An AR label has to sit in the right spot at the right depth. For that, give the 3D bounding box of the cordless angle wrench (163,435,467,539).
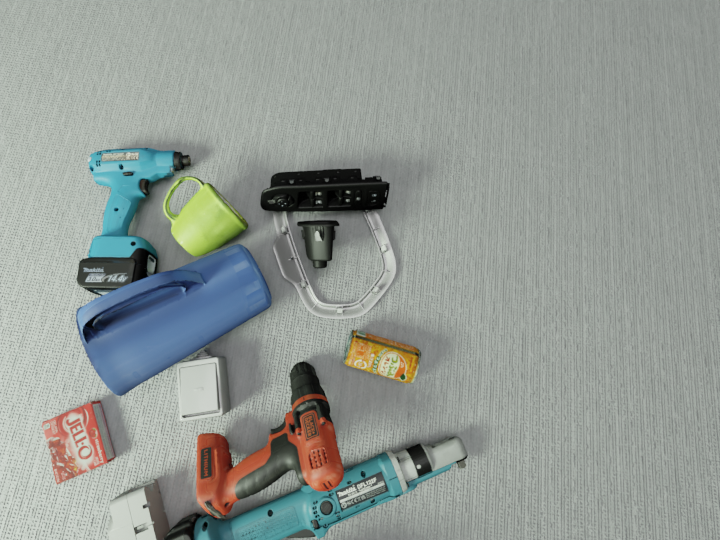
[{"bbox_3d":[-0.049,0.317,0.574,0.419,0.073,0.100,-20,78,-8],"label":"cordless angle wrench"}]

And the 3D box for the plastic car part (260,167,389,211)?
[{"bbox_3d":[-0.061,-0.132,0.673,0.202,0.065,0.069,-6,67,-3],"label":"plastic car part"}]

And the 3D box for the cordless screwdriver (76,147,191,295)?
[{"bbox_3d":[-0.355,-0.084,0.675,0.159,0.073,0.254,-5,72,-3],"label":"cordless screwdriver"}]

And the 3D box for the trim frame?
[{"bbox_3d":[-0.047,-0.043,0.691,0.183,0.027,0.253,-19,78,-5],"label":"trim frame"}]

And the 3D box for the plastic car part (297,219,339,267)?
[{"bbox_3d":[-0.062,-0.040,0.630,0.066,0.118,0.070,-3,101,-5],"label":"plastic car part"}]
